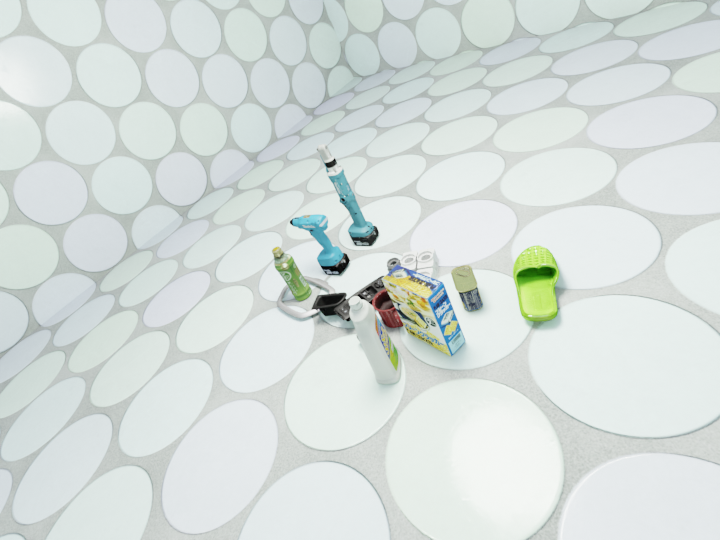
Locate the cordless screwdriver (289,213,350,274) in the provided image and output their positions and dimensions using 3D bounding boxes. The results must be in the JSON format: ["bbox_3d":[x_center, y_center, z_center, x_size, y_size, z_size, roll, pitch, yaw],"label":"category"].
[{"bbox_3d":[-0.149,-0.097,1.524,0.167,0.238,0.074,3,43,39],"label":"cordless screwdriver"}]

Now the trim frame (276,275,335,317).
[{"bbox_3d":[-0.196,0.090,1.503,0.262,0.026,0.182,17,55,47],"label":"trim frame"}]

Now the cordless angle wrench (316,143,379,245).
[{"bbox_3d":[-0.052,-0.270,1.529,0.103,0.404,0.074,2,42,39],"label":"cordless angle wrench"}]

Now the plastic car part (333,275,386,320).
[{"bbox_3d":[0.019,0.094,1.312,0.201,0.064,0.070,-39,34,-15],"label":"plastic car part"}]

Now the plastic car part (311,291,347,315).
[{"bbox_3d":[-0.086,0.116,1.355,0.121,0.068,0.066,-8,38,28],"label":"plastic car part"}]
